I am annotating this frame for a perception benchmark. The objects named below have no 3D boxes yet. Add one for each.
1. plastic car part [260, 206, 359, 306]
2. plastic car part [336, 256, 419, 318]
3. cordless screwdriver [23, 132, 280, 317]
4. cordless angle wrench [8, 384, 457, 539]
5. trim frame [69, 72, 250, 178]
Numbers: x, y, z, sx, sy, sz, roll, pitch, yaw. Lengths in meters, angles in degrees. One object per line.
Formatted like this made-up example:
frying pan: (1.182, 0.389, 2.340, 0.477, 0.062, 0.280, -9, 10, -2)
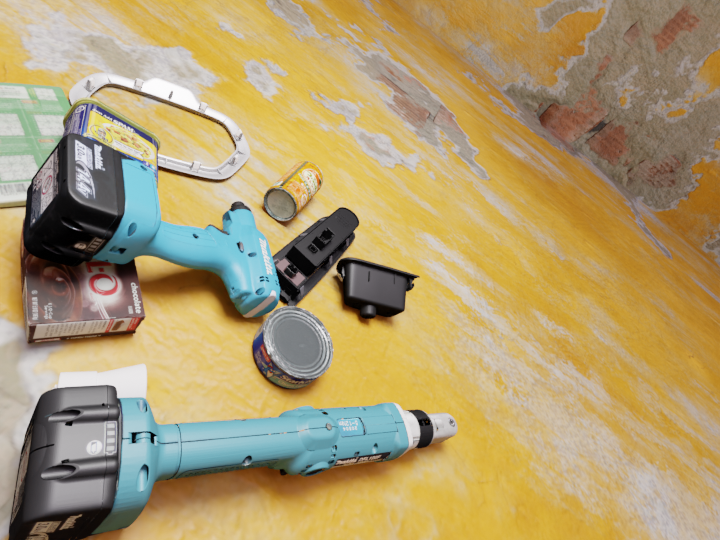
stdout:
plastic car part: (-0.057, -0.037, 0.584, 0.067, 0.067, 0.201, 36, 35, 3)
plastic car part: (0.017, 0.032, 0.581, 0.112, 0.067, 0.073, 14, 61, -26)
cordless screwdriver: (-0.190, -0.051, 0.435, 0.235, 0.075, 0.166, 27, 32, -48)
cordless angle wrench: (-0.050, 0.154, 0.380, 0.402, 0.099, 0.078, 11, 45, -37)
trim frame: (-0.272, -0.210, 0.601, 0.237, 0.028, 0.192, 10, 46, -30)
